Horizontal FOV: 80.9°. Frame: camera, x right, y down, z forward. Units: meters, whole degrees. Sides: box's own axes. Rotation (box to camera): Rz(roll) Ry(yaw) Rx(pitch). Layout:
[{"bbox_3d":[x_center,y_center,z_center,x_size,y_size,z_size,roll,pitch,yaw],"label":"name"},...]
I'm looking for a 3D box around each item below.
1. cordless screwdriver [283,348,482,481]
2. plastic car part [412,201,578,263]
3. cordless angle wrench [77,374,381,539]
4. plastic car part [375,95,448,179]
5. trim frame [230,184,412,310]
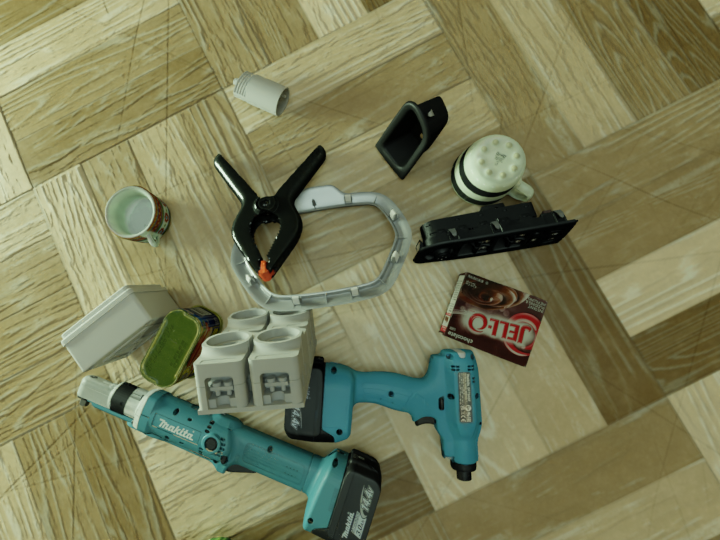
[{"bbox_3d":[0.028,0.184,0.541,0.249,0.074,0.160,-2,84,0],"label":"cordless screwdriver"},{"bbox_3d":[0.167,-0.053,0.562,0.204,0.064,0.068,-14,75,3],"label":"plastic car part"},{"bbox_3d":[-0.186,0.223,0.556,0.430,0.073,0.098,18,86,9],"label":"cordless angle wrench"},{"bbox_3d":[0.080,-0.187,0.568,0.070,0.117,0.067,-34,86,-25],"label":"plastic car part"},{"bbox_3d":[-0.056,-0.037,0.571,0.251,0.026,0.190,-10,59,5],"label":"trim frame"}]
